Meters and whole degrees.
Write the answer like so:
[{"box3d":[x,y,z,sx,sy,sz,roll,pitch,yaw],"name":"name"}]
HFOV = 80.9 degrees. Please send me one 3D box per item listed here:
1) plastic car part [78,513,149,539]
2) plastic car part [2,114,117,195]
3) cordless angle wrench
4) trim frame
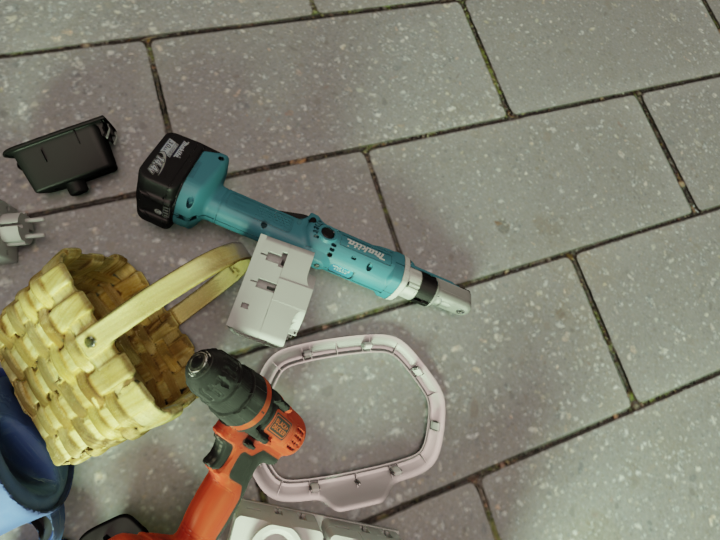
[{"box3d":[-0.191,0.325,0.398,0.066,0.066,0.207,-34,80,-10],"name":"plastic car part"},{"box3d":[-0.339,-0.126,0.498,0.115,0.068,0.070,-28,99,-13],"name":"plastic car part"},{"box3d":[-0.050,-0.033,0.512,0.416,0.074,0.099,23,50,-8],"name":"cordless angle wrench"},{"box3d":[-0.015,0.172,0.492,0.243,0.028,0.187,-5,78,-13],"name":"trim frame"}]
